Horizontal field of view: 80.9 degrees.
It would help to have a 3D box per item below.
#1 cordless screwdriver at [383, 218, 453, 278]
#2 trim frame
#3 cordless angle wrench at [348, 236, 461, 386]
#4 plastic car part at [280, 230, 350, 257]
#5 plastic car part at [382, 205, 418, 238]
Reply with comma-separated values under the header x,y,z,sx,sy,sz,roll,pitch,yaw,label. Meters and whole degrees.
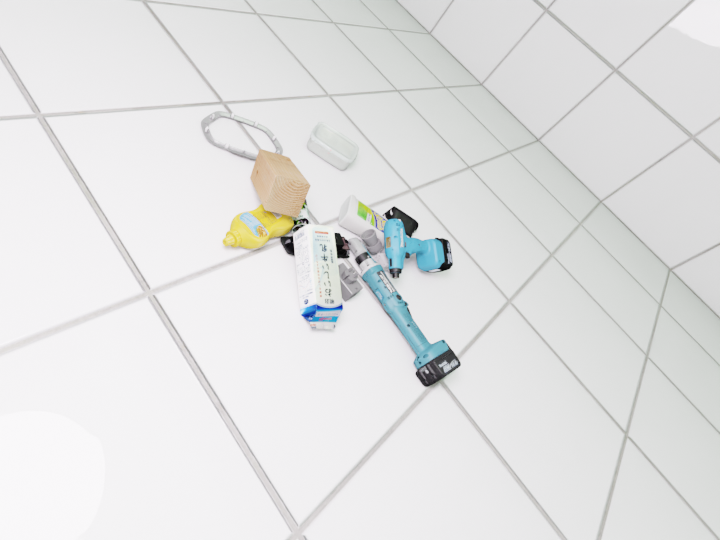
x,y,z,sx,sy,sz,roll,pitch,yaw,label
0.159,-0.038,1.180,0.235,0.077,0.162,15,66,-41,cordless screwdriver
-0.338,-0.388,1.225,0.238,0.028,0.191,14,49,-27,trim frame
0.085,0.083,1.083,0.094,0.074,0.438,-14,61,-42,cordless angle wrench
-0.106,-0.070,1.089,0.194,0.068,0.068,-2,65,-33,plastic car part
0.125,-0.135,1.308,0.114,0.067,0.071,32,58,-14,plastic car part
